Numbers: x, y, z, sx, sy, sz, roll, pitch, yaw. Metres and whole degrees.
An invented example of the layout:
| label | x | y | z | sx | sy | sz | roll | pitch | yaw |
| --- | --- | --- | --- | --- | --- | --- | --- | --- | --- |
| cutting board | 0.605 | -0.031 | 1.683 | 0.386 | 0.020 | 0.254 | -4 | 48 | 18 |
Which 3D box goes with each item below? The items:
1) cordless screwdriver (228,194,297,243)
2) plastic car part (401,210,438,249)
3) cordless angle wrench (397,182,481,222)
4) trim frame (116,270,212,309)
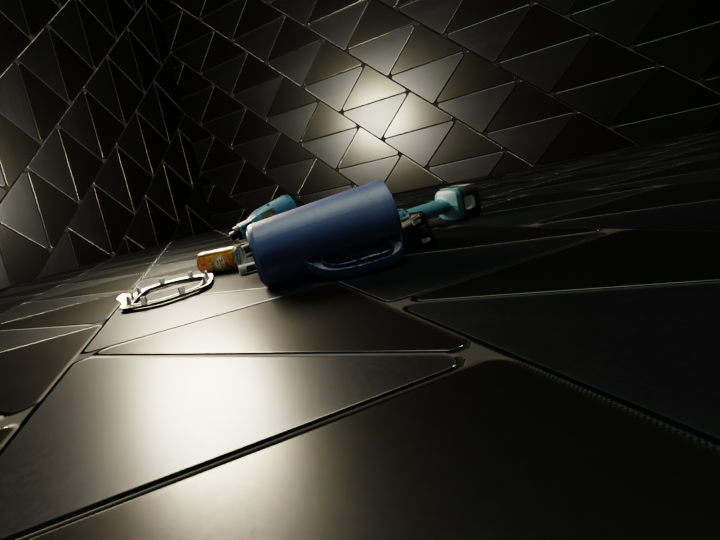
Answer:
| label | x | y | z | sx | sy | sz | roll | pitch | yaw |
| --- | --- | --- | --- | --- | --- | --- | --- | --- | --- |
| cordless screwdriver | -0.243 | -0.094 | 1.021 | 0.157 | 0.075 | 0.251 | -32 | 0 | -18 |
| plastic car part | 0.086 | -0.068 | 0.780 | 0.071 | 0.065 | 0.118 | -27 | 8 | -3 |
| cordless angle wrench | 0.081 | -0.107 | 0.933 | 0.412 | 0.073 | 0.102 | -21 | 14 | -24 |
| trim frame | -0.394 | 0.035 | 0.862 | 0.181 | 0.027 | 0.256 | -16 | 14 | -12 |
